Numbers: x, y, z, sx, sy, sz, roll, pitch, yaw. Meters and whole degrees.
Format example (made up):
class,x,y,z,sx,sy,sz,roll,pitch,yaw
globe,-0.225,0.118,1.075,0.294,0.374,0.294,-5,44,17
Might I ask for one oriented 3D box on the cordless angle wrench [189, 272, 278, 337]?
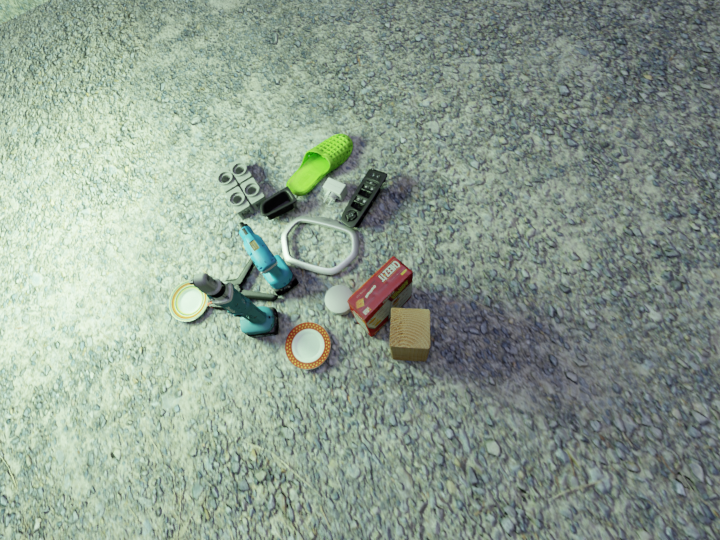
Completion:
class,x,y,z,sx,sy,sz,roll,pitch,yaw
cordless angle wrench,-0.301,0.086,1.040,0.099,0.408,0.076,-8,69,4

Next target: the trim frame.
class,x,y,z,sx,sy,sz,roll,pitch,yaw
trim frame,-0.126,-0.082,1.284,0.256,0.026,0.185,14,71,17

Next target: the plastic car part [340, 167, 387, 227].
class,x,y,z,sx,sy,sz,roll,pitch,yaw
plastic car part,0.008,-0.212,1.290,0.069,0.064,0.203,28,75,18

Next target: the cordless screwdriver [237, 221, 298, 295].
class,x,y,z,sx,sy,sz,roll,pitch,yaw
cordless screwdriver,-0.260,-0.031,1.173,0.074,0.240,0.166,-35,68,-7

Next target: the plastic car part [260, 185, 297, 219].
class,x,y,z,sx,sy,sz,roll,pitch,yaw
plastic car part,-0.258,-0.201,1.338,0.116,0.068,0.069,-32,67,-3
